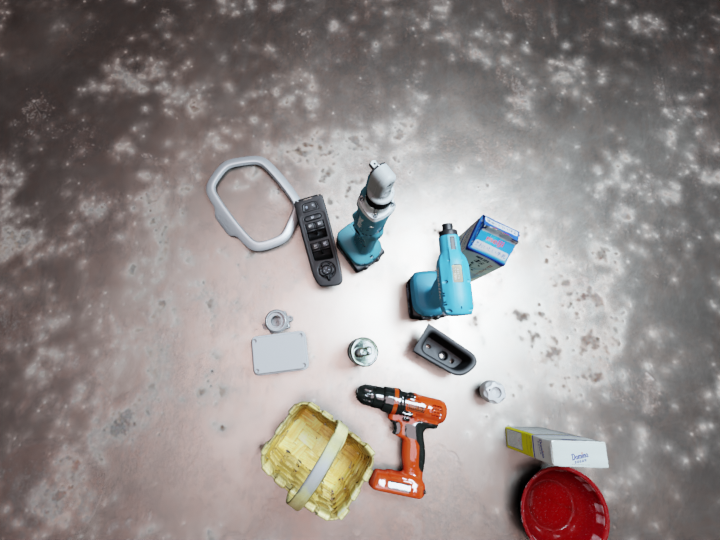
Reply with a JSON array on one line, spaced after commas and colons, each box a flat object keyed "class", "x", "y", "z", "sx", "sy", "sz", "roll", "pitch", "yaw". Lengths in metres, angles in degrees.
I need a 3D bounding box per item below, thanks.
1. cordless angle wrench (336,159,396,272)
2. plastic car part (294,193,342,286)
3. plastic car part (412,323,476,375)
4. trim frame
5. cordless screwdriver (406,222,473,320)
[{"class": "cordless angle wrench", "x": 0.014, "y": -0.085, "z": 0.751, "sx": 0.074, "sy": 0.419, "sz": 0.099, "roll": -35, "pitch": 84, "yaw": -11}, {"class": "plastic car part", "x": -0.090, "y": -0.059, "z": 0.925, "sx": 0.066, "sy": 0.066, "sz": 0.207, "roll": -15, "pitch": 76, "yaw": -6}, {"class": "plastic car part", "x": 0.167, "y": 0.169, "z": 0.864, "sx": 0.118, "sy": 0.070, "sz": 0.066, "roll": 32, "pitch": 78, "yaw": 6}, {"class": "trim frame", "x": -0.246, "y": -0.159, "z": 0.972, "sx": 0.183, "sy": 0.027, "sz": 0.254, "roll": -39, "pitch": 79, "yaw": -9}, {"class": "cordless screwdriver", "x": 0.147, "y": 0.015, "z": 0.813, "sx": 0.074, "sy": 0.246, "sz": 0.161, "roll": -2, "pitch": 78, "yaw": -5}]
